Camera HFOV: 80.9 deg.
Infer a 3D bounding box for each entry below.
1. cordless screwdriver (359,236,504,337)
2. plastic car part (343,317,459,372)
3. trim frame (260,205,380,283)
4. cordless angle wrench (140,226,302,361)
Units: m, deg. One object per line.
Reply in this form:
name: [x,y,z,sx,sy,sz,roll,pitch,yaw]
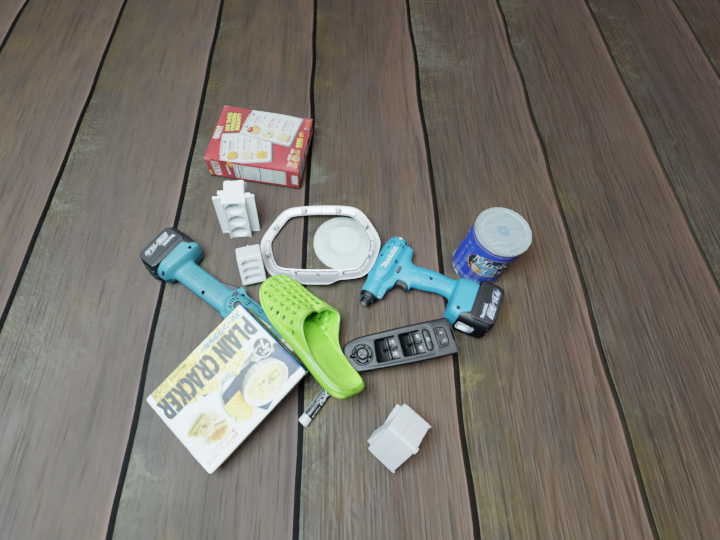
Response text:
cordless screwdriver: [0.131,0.049,0.817,0.256,0.072,0.159,27,65,15]
plastic car part: [0.066,0.140,0.767,0.202,0.066,0.068,-11,72,-3]
trim frame: [-0.085,-0.056,0.869,0.251,0.027,0.188,1,66,7]
cordless angle wrench: [-0.228,0.072,0.796,0.433,0.073,0.097,34,66,12]
